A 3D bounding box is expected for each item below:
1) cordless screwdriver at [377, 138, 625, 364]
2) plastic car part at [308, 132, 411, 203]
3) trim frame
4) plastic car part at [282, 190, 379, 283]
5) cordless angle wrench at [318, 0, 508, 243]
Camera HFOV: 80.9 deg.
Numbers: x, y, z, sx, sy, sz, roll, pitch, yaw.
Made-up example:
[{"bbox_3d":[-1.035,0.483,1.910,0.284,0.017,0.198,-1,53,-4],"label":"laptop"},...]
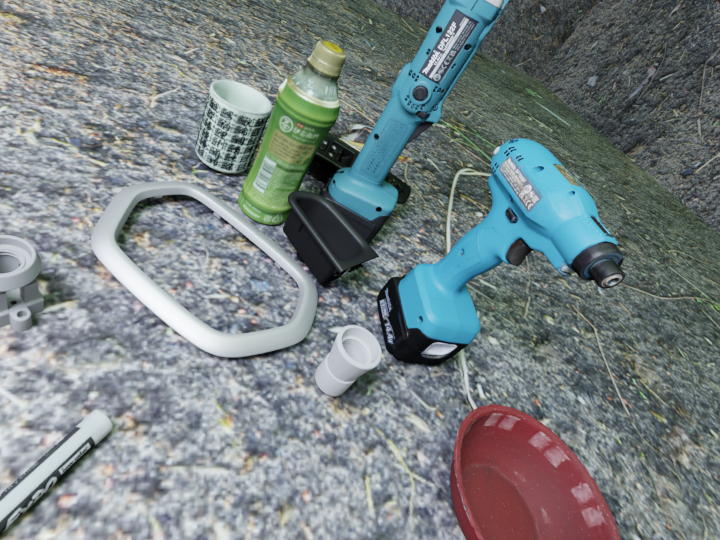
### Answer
[{"bbox_3d":[0.115,0.012,0.410,0.071,0.248,0.166,13,42,-26],"label":"cordless screwdriver"},{"bbox_3d":[-0.018,-0.150,0.651,0.201,0.067,0.067,27,38,-5],"label":"plastic car part"},{"bbox_3d":[-0.153,-0.011,0.440,0.252,0.027,0.182,36,38,7],"label":"trim frame"},{"bbox_3d":[-0.049,-0.032,0.497,0.063,0.071,0.121,-18,60,-46],"label":"plastic car part"},{"bbox_3d":[0.072,-0.207,0.484,0.097,0.423,0.075,31,38,-5],"label":"cordless angle wrench"}]
